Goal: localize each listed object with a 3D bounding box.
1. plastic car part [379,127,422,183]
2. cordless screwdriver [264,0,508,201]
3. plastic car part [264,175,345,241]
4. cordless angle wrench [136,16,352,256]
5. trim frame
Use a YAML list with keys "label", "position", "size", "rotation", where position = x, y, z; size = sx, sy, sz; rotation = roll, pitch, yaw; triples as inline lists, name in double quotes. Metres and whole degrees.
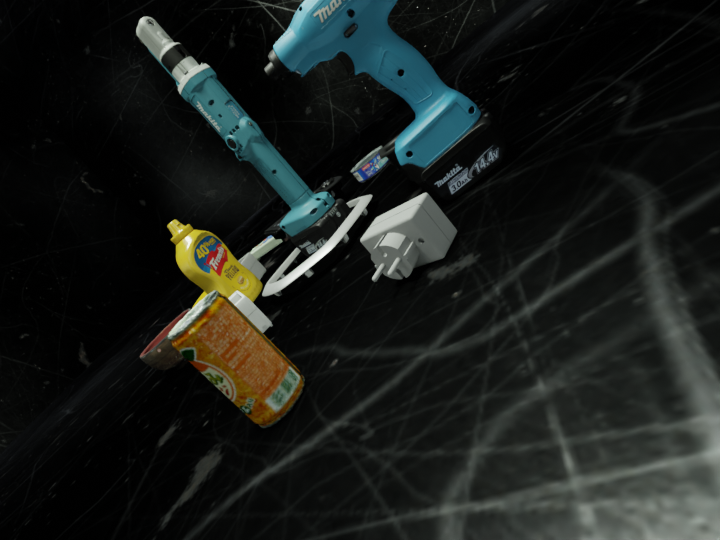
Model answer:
- label: "plastic car part"
  position: [0.069, -0.150, 0.568]
  size: [0.067, 0.069, 0.118]
  rotation: [-37, 17, 17]
- label: "cordless screwdriver"
  position: [0.026, -0.180, 0.444]
  size: [0.162, 0.243, 0.075]
  rotation: [-35, 14, 24]
- label: "plastic car part"
  position: [-0.097, -0.121, 0.853]
  size: [0.201, 0.065, 0.068]
  rotation: [-49, 17, -24]
- label: "cordless angle wrench"
  position: [-0.178, -0.203, 0.643]
  size: [0.101, 0.413, 0.074]
  rotation: [-26, 19, 50]
- label: "trim frame"
  position: [-0.065, -0.042, 0.663]
  size: [0.189, 0.027, 0.248]
  rotation: [-27, 23, 39]
